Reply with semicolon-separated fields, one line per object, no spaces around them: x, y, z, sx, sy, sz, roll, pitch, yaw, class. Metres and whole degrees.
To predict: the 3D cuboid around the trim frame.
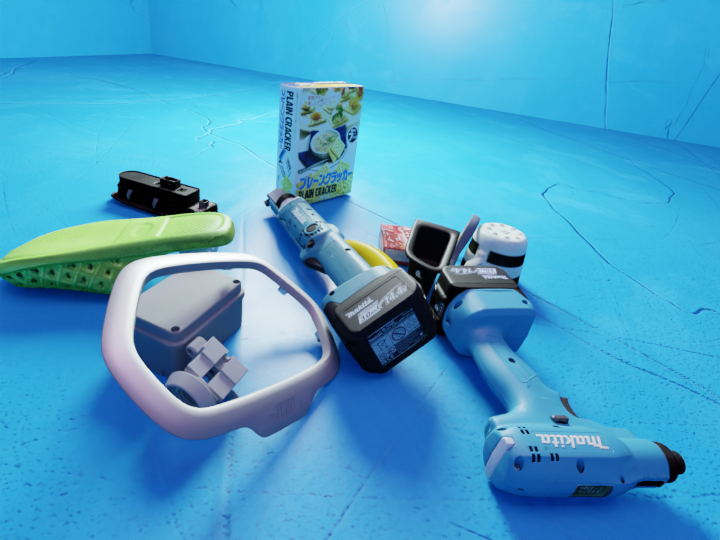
-0.111;0.056;0.387;0.191;0.028;0.238;51;25;19;trim frame

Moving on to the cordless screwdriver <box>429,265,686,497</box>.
0.169;0.095;0.423;0.157;0.073;0.258;2;34;-9;cordless screwdriver

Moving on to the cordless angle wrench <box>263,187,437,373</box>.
-0.057;-0.037;0.584;0.097;0.071;0.446;-35;38;-6;cordless angle wrench

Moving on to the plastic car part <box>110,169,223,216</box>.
-0.335;-0.127;0.711;0.209;0.065;0.066;14;36;17;plastic car part

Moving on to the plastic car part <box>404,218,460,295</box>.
0.089;-0.011;0.580;0.068;0.069;0.116;17;39;11;plastic car part
